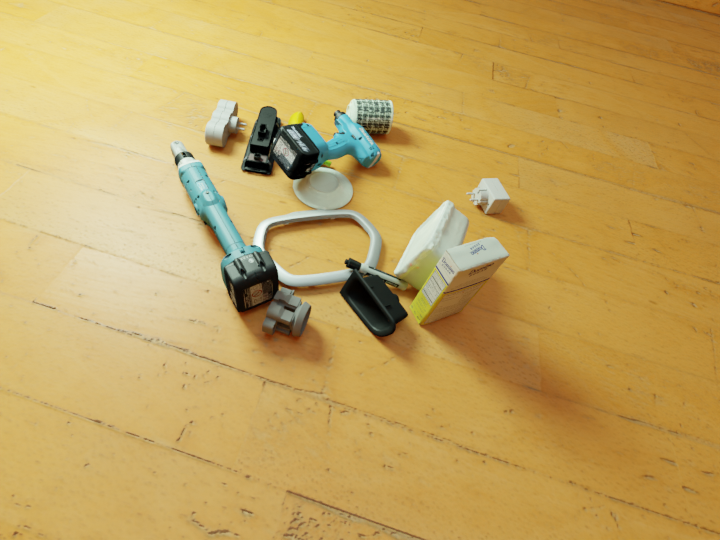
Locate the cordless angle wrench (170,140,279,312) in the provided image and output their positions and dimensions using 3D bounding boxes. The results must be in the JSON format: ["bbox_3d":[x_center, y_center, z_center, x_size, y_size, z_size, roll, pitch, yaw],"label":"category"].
[{"bbox_3d":[-0.274,-0.115,0.772,0.073,0.095,0.444,-22,56,-23],"label":"cordless angle wrench"}]

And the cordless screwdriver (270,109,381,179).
[{"bbox_3d":[-0.080,-0.282,0.908,0.240,0.075,0.164,-20,68,-41],"label":"cordless screwdriver"}]

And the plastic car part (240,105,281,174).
[{"bbox_3d":[-0.219,-0.304,0.949,0.066,0.065,0.209,3,49,-1],"label":"plastic car part"}]

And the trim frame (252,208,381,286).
[{"bbox_3d":[-0.077,-0.051,0.792,0.243,0.027,0.192,-11,55,-15],"label":"trim frame"}]

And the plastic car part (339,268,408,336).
[{"bbox_3d":[0.032,0.053,0.712,0.068,0.066,0.121,-20,61,-42],"label":"plastic car part"}]
